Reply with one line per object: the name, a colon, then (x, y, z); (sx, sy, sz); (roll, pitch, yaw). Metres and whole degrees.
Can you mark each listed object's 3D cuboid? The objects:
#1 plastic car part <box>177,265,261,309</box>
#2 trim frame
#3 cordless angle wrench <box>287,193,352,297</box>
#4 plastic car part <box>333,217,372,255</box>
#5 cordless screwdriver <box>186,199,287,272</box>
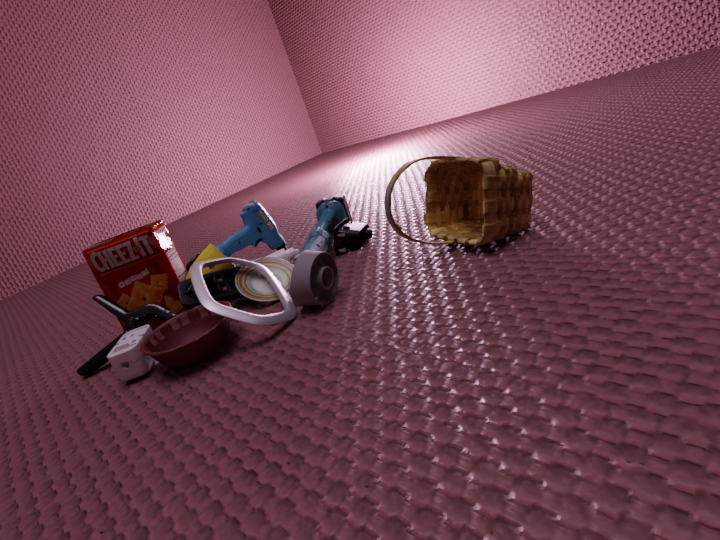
plastic car part: (-0.282, 0.035, 0.864); (0.195, 0.068, 0.068); (-14, -21, -45)
trim frame: (-0.211, 0.033, 0.767); (0.176, 0.027, 0.262); (2, 22, -31)
cordless angle wrench: (-0.092, -0.060, 0.937); (0.076, 0.095, 0.427); (-12, 25, 14)
plastic car part: (-0.011, -0.082, 0.963); (0.073, 0.064, 0.115); (5, 25, 21)
cordless screwdriver: (-0.298, -0.041, 1.055); (0.078, 0.153, 0.247); (-2, 41, 52)
